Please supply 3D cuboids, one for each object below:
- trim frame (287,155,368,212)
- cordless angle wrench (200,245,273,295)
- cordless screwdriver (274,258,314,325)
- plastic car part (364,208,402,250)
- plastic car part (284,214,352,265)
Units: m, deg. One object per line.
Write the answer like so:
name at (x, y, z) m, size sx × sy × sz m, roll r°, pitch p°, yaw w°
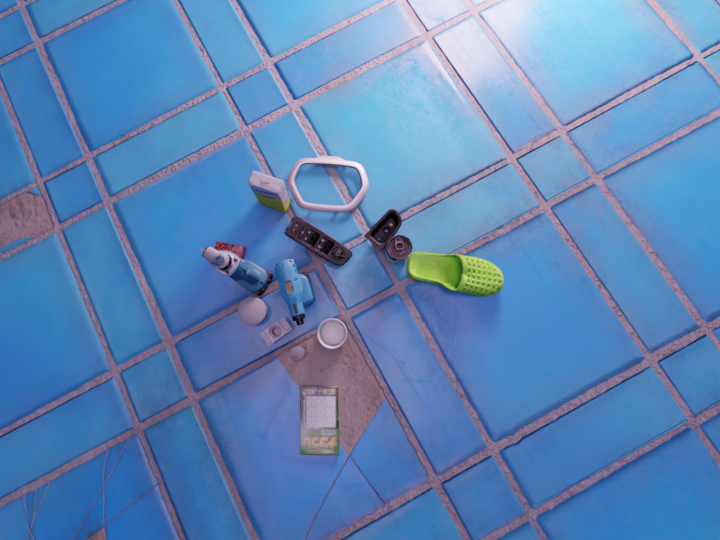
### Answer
trim frame at (-0.099, -0.266, 1.287) m, size 0.250 × 0.027 × 0.186 m, roll 4°, pitch 79°, yaw 5°
cordless angle wrench at (-0.305, -0.003, 1.051) m, size 0.099 × 0.417 × 0.074 m, roll 31°, pitch 82°, yaw 3°
cordless screwdriver at (-0.167, 0.067, 1.115) m, size 0.074 × 0.245 × 0.162 m, roll -16°, pitch 81°, yaw -3°
plastic car part at (0.072, -0.116, 1.224) m, size 0.067 × 0.070 × 0.116 m, roll 40°, pitch 84°, yaw 7°
plastic car part at (-0.120, -0.079, 1.232) m, size 0.207 × 0.066 × 0.066 m, roll 31°, pitch 82°, yaw 9°
